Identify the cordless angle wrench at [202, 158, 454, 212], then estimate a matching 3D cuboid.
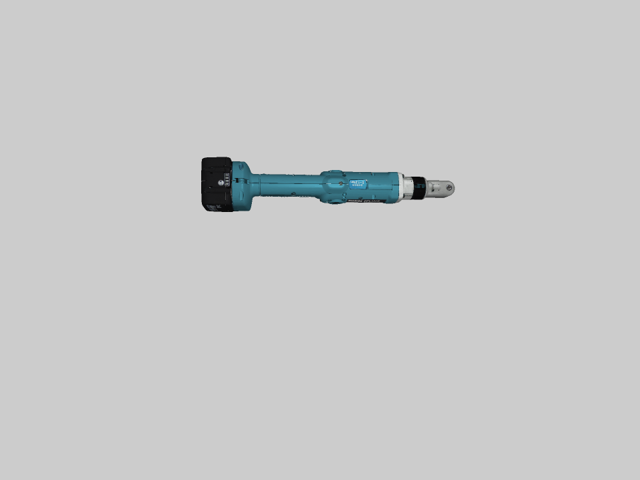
[{"bbox_3d":[0.023,-0.087,0.707,0.423,0.074,0.098,0,-4,-9],"label":"cordless angle wrench"}]
